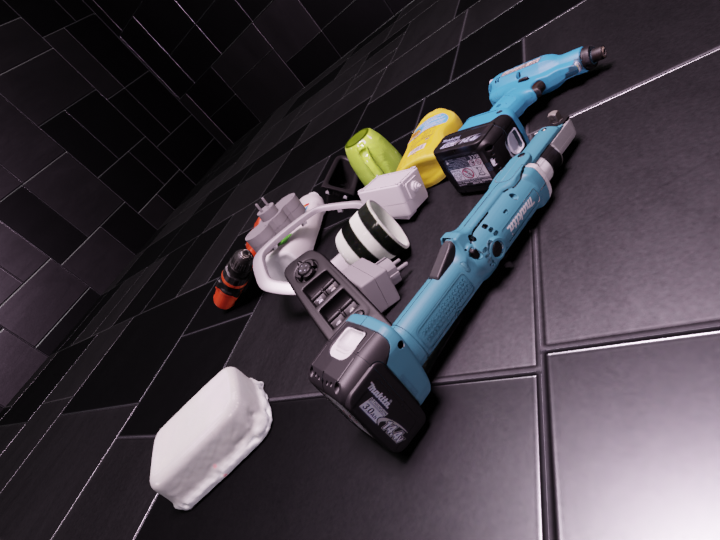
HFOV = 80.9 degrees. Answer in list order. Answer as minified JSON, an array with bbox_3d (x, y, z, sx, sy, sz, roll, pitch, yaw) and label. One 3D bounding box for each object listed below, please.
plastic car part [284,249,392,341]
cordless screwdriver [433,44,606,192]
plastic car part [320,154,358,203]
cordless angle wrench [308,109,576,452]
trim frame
[{"bbox_3d":[-0.028,0.041,0.530,0.066,0.063,0.215,-49,47,3],"label":"plastic car part"},{"bbox_3d":[0.219,-0.217,0.579,0.166,0.071,0.248,-2,45,52],"label":"cordless screwdriver"},{"bbox_3d":[-0.039,-0.175,0.866,0.069,0.066,0.118,105,180,-45],"label":"plastic car part"},{"bbox_3d":[0.118,-0.024,0.439,0.420,0.094,0.078,-49,26,-19],"label":"cordless angle wrench"},{"bbox_3d":[-0.068,-0.044,0.694,0.195,0.026,0.245,19,50,39],"label":"trim frame"}]
